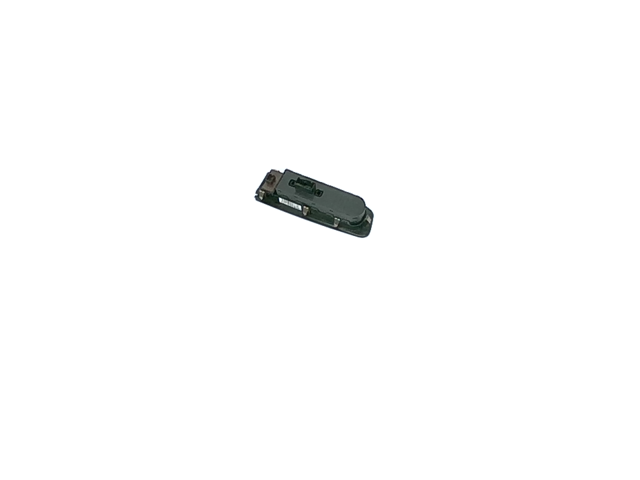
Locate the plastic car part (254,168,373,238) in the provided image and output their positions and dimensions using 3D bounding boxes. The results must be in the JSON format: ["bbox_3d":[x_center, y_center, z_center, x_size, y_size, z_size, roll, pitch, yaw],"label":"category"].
[{"bbox_3d":[-0.006,-0.069,0.688,0.203,0.066,0.067,24,-30,9],"label":"plastic car part"}]
